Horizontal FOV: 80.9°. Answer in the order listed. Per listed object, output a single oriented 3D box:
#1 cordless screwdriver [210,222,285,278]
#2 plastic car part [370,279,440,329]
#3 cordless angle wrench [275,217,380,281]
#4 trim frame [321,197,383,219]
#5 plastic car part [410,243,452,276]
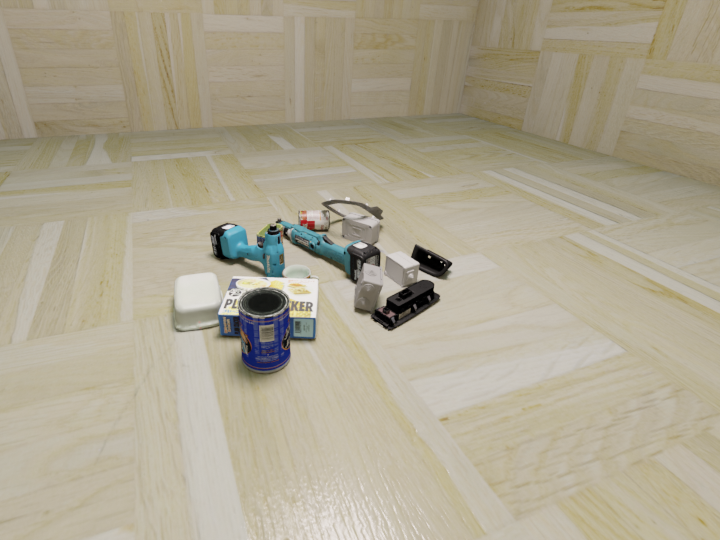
[{"bbox_3d":[-0.311,-0.079,1.175,0.262,0.155,0.072,20,32,31],"label":"cordless screwdriver"},{"bbox_3d":[0.116,0.071,1.033,0.196,0.065,0.070,-20,29,-38],"label":"plastic car part"},{"bbox_3d":[-0.124,-0.081,1.265,0.072,0.095,0.448,-22,34,-38],"label":"cordless angle wrench"},{"bbox_3d":[-0.021,-0.201,1.403,0.193,0.028,0.236,8,-8,28],"label":"trim frame"},{"bbox_3d":[0.209,-0.026,1.209,0.123,0.065,0.068,29,24,33],"label":"plastic car part"}]
